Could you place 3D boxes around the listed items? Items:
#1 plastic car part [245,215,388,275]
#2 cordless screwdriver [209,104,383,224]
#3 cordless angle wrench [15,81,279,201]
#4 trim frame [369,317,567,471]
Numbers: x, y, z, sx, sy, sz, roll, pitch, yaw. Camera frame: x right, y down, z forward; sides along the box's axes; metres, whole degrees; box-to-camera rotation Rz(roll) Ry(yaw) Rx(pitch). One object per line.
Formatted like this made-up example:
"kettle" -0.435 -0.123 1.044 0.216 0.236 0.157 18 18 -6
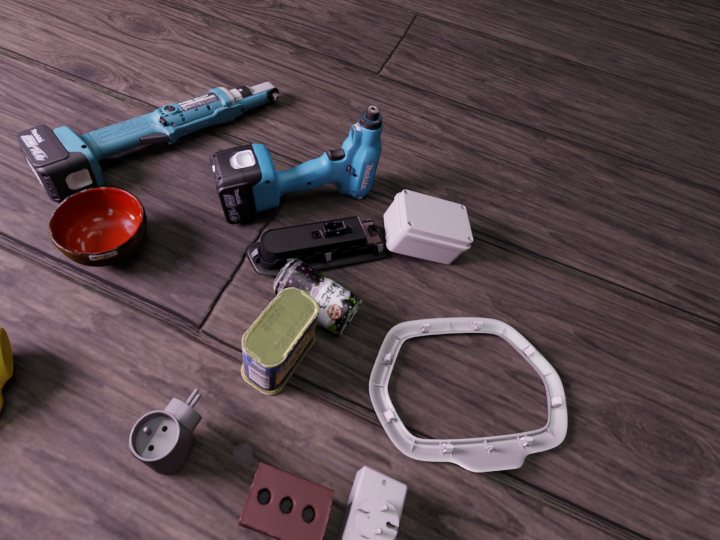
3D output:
"plastic car part" -0.058 -0.038 0.592 0.199 0.066 0.068 -12 67 -14
"cordless screwdriver" -0.087 -0.155 0.610 0.244 0.156 0.077 -13 60 -16
"cordless angle wrench" -0.311 -0.242 0.695 0.414 0.073 0.102 -35 68 -30
"trim frame" 0.132 0.140 0.512 0.244 0.027 0.190 0 56 -11
